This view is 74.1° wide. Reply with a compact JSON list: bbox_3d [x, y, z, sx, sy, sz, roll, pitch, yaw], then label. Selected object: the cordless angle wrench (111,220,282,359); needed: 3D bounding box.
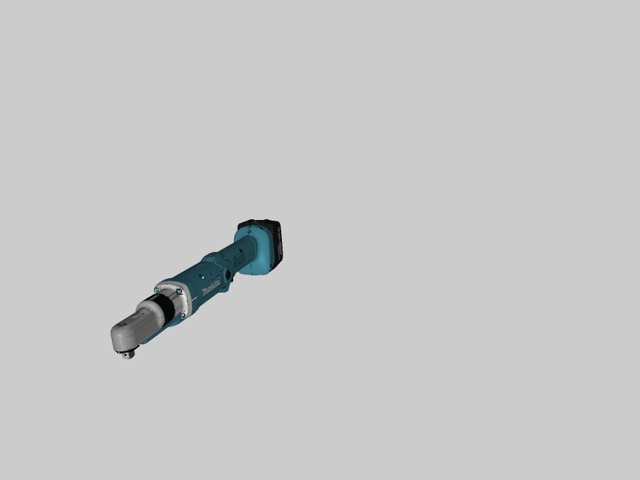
[{"bbox_3d":[-0.164,0.054,0.649,0.074,0.098,0.422,1,15,15],"label":"cordless angle wrench"}]
